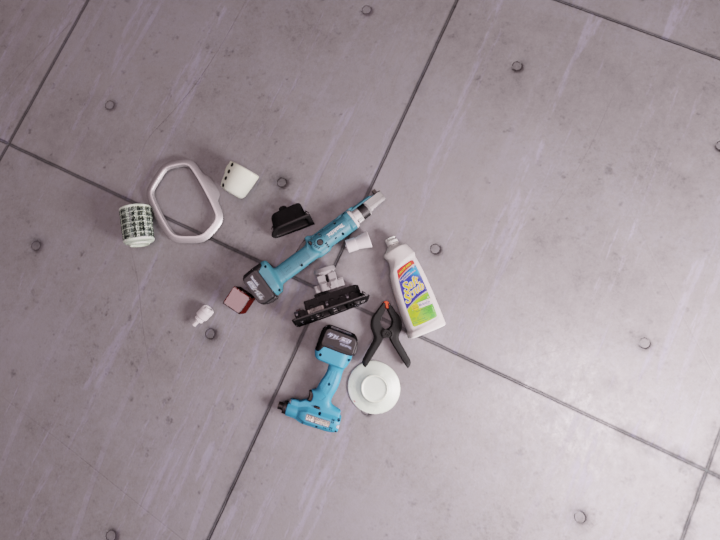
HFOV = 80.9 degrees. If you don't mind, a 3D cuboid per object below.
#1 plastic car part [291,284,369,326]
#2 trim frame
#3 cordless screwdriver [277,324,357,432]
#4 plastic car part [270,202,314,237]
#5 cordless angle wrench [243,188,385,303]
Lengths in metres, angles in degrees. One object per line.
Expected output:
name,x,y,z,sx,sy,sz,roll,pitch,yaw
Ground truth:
plastic car part,-0.077,0.085,1.078,0.204,0.063,0.070,-16,59,2
trim frame,-0.476,-0.187,1.151,0.184,0.027,0.253,-31,80,0
cordless screwdriver,-0.103,0.260,1.049,0.161,0.073,0.249,15,88,4
plastic car part,-0.189,-0.140,1.114,0.117,0.064,0.073,-18,69,3
cordless angle wrench,-0.107,-0.070,1.093,0.422,0.074,0.099,-37,85,-4
